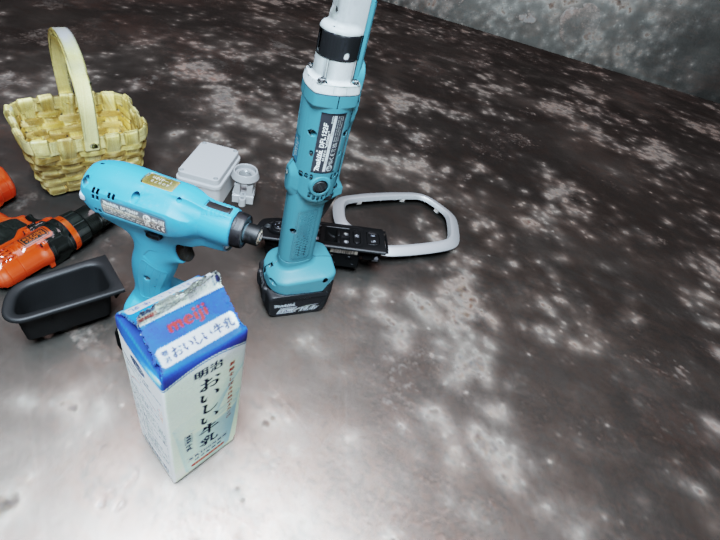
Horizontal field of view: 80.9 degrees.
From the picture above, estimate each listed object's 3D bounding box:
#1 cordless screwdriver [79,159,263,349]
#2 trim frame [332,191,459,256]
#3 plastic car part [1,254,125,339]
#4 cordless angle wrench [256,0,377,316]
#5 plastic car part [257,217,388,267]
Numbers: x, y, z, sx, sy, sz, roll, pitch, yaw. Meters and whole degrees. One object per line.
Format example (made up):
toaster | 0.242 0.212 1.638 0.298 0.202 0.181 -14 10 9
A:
cordless screwdriver | -0.186 0.012 0.439 0.160 0.244 0.075 20 43 3
trim frame | 0.067 -0.091 0.765 0.241 0.027 0.193 -9 48 -22
plastic car part | -0.345 0.041 0.497 0.113 0.069 0.069 -26 57 -35
cordless angle wrench | -0.051 -0.107 0.471 0.095 0.416 0.078 -4 48 -23
plastic car part | -0.064 -0.042 0.654 0.201 0.066 0.068 10 44 -4
